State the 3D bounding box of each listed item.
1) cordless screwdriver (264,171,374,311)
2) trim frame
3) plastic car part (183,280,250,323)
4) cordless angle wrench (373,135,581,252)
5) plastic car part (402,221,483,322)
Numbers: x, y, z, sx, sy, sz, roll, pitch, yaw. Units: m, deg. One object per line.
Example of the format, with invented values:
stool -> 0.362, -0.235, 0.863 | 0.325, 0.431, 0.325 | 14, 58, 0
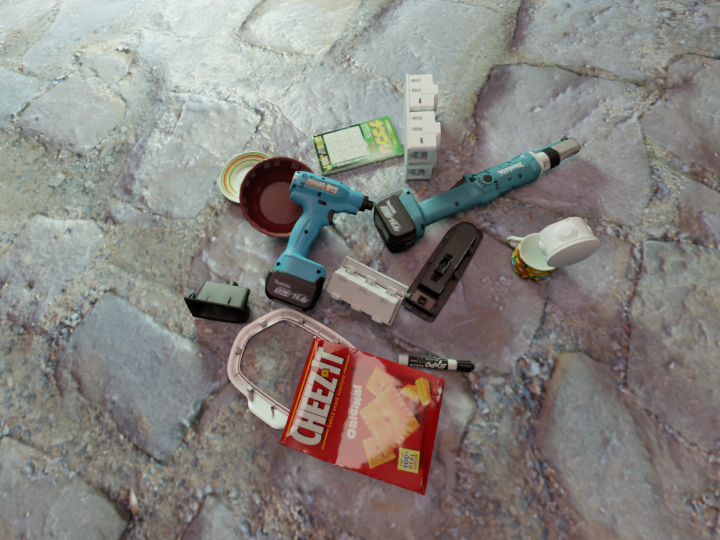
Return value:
cordless screwdriver -> -0.075, -0.049, 0.768 | 0.158, 0.074, 0.251 | 16, 76, -5
trim frame -> -0.112, 0.170, 0.719 | 0.257, 0.027, 0.184 | 29, 73, 17
plastic car part -> -0.252, 0.052, 0.780 | 0.118, 0.064, 0.072 | 5, 53, 6
cordless angle wrench -> 0.231, -0.160, 0.801 | 0.420, 0.072, 0.102 | -24, 66, -6
plastic car part -> 0.150, -0.013, 0.750 | 0.069, 0.064, 0.202 | 28, 69, 24
